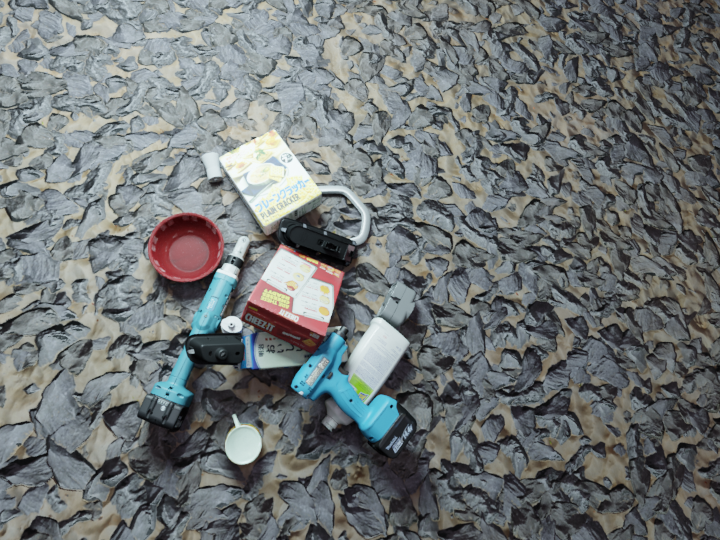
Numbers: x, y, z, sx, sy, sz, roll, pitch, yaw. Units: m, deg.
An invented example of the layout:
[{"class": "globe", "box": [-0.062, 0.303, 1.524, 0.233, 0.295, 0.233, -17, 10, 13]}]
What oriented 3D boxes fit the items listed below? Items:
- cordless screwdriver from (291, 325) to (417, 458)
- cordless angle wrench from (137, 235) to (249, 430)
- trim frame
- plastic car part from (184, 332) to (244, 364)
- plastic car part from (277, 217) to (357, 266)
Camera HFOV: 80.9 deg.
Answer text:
[{"class": "cordless screwdriver", "box": [0.001, 0.241, 0.849, 0.248, 0.075, 0.159, 38, 73, -1]}, {"class": "cordless angle wrench", "box": [-0.326, 0.109, 0.893, 0.074, 0.097, 0.427, 20, 66, -4]}, {"class": "trim frame", "box": [-0.095, -0.125, 1.047, 0.243, 0.027, 0.188, -7, 72, -14]}, {"class": "plastic car part", "box": [-0.271, 0.156, 0.813, 0.110, 0.074, 0.066, 9, 84, -41]}, {"class": "plastic car part", "box": [-0.095, -0.062, 0.972, 0.196, 0.070, 0.066, 19, 97, -20]}]
